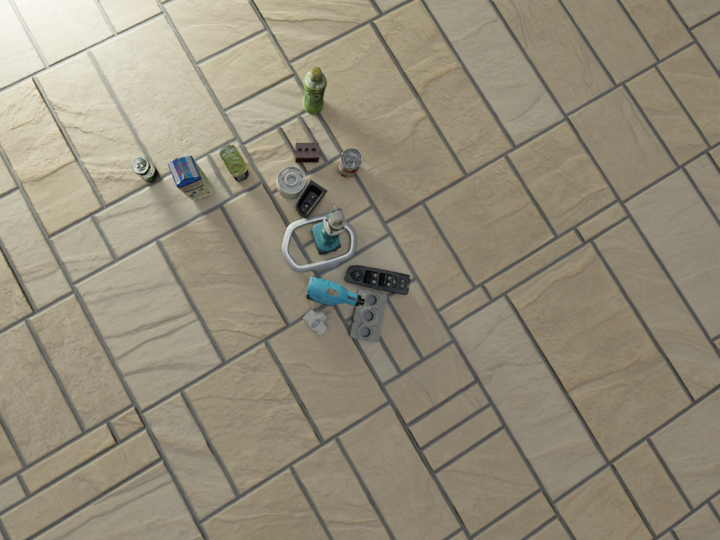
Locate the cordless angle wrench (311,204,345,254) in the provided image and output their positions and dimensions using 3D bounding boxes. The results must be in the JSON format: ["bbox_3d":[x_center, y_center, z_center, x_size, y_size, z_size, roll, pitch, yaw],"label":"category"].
[{"bbox_3d":[-0.082,-0.112,1.169,0.074,0.425,0.098,-19,90,-9],"label":"cordless angle wrench"}]

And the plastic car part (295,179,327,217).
[{"bbox_3d":[-0.166,-0.220,1.354,0.066,0.071,0.116,33,82,-3],"label":"plastic car part"}]

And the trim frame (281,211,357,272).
[{"bbox_3d":[-0.133,-0.087,1.362,0.247,0.027,0.185,-16,85,-5],"label":"trim frame"}]

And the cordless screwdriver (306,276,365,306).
[{"bbox_3d":[-0.081,0.068,1.236,0.158,0.250,0.074,18,84,-6],"label":"cordless screwdriver"}]

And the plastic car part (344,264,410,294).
[{"bbox_3d":[0.050,0.027,1.340,0.202,0.067,0.066,11,84,-3],"label":"plastic car part"}]
